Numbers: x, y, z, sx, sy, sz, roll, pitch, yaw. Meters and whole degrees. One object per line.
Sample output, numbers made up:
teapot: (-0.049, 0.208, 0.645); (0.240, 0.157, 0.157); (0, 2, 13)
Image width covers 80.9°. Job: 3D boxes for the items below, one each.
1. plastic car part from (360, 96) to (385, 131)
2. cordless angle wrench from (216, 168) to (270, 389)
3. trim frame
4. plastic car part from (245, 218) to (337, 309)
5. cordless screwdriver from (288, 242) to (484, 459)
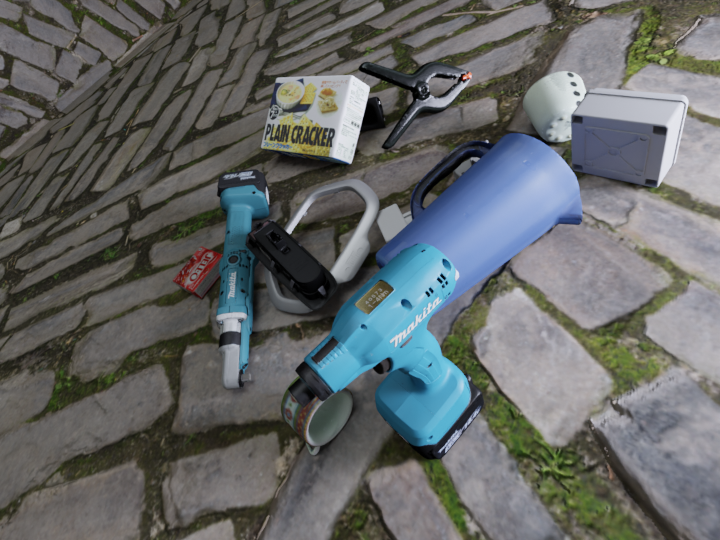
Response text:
plastic car part: (0.000, -0.335, 0.898); (0.122, 0.063, 0.071); (1, 40, 32)
cordless angle wrench: (-0.211, -0.005, 0.731); (0.098, 0.071, 0.438); (-8, 53, -1)
trim frame: (-0.067, -0.044, 0.688); (0.195, 0.026, 0.248); (25, 80, 42)
plastic car part: (-0.110, -0.023, 0.647); (0.065, 0.064, 0.214); (-33, 54, -20)
cordless screwdriver: (0.035, 0.105, 0.396); (0.158, 0.236, 0.079); (-41, 47, -16)
